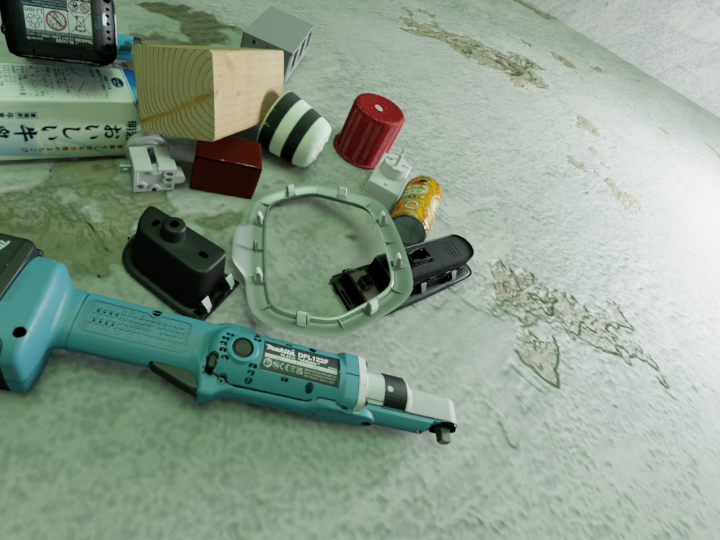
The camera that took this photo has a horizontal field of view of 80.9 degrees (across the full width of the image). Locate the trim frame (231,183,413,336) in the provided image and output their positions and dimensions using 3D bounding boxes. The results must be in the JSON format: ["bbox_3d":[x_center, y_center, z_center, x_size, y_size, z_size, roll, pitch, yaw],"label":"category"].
[{"bbox_3d":[-0.045,-0.029,0.459,0.183,0.027,0.258,-5,44,-6],"label":"trim frame"}]

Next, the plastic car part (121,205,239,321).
[{"bbox_3d":[-0.174,-0.016,0.401,0.117,0.071,0.065,36,43,3],"label":"plastic car part"}]

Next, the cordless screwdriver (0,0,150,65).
[{"bbox_3d":[-0.321,-0.279,0.500,0.153,0.073,0.263,-7,23,-30],"label":"cordless screwdriver"}]

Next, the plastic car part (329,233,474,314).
[{"bbox_3d":[0.065,-0.004,0.506,0.195,0.066,0.069,-14,53,-37],"label":"plastic car part"}]

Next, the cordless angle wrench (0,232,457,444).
[{"bbox_3d":[-0.106,0.077,0.351,0.413,0.074,0.101,17,47,-13],"label":"cordless angle wrench"}]
